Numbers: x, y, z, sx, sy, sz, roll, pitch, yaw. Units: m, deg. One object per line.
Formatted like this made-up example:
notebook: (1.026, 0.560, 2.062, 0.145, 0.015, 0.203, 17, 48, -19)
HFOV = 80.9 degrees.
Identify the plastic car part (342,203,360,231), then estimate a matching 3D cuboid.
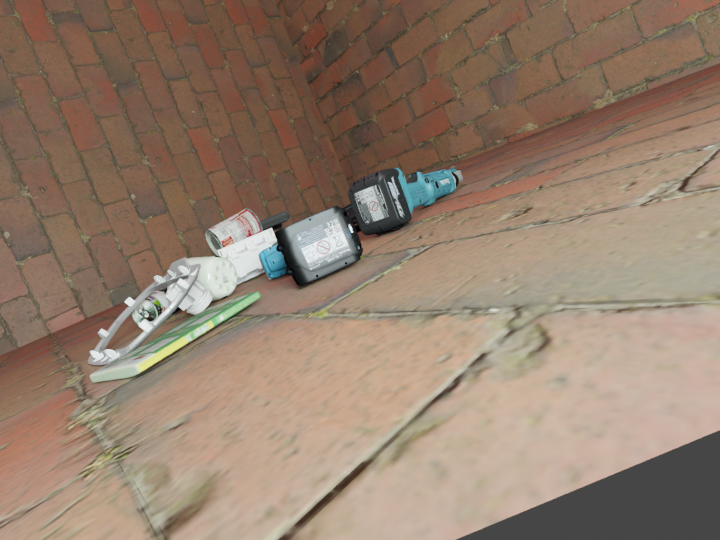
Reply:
plastic car part: (-0.005, -0.113, 0.930, 0.117, 0.064, 0.073, -25, 22, 5)

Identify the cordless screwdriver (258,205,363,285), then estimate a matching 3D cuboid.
cordless screwdriver: (-0.061, -0.040, 0.619, 0.157, 0.074, 0.254, -25, 6, -16)

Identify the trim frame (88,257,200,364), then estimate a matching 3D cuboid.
trim frame: (-0.315, 0.056, 0.610, 0.258, 0.026, 0.184, -14, 37, 46)

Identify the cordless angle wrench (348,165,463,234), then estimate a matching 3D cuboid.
cordless angle wrench: (0.123, -0.159, 0.823, 0.077, 0.097, 0.411, -17, 7, 35)
